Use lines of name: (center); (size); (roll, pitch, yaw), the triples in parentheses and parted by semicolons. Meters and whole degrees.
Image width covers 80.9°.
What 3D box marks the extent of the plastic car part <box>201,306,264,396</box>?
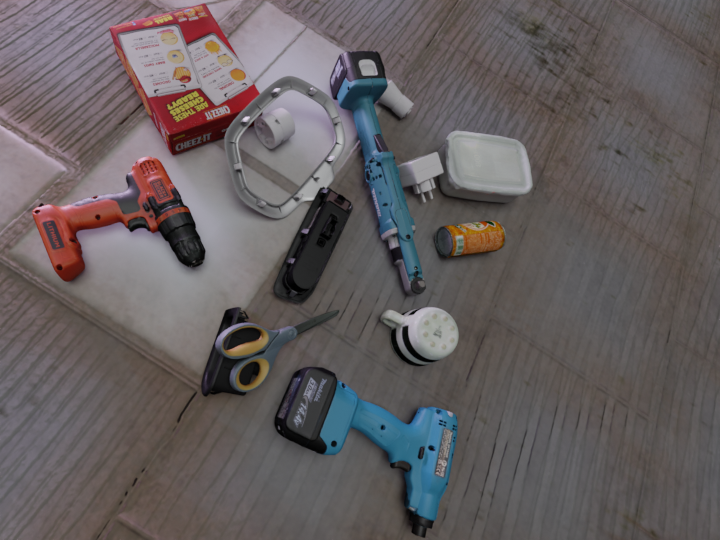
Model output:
plastic car part: (-0.165, 0.116, 0.573); (0.068, 0.068, 0.118); (20, 70, -24)

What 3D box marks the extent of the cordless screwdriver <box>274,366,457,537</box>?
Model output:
cordless screwdriver: (0.008, 0.234, 0.562); (0.244, 0.075, 0.161); (23, 67, -10)

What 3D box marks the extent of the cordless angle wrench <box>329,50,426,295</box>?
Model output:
cordless angle wrench: (0.037, -0.165, 0.712); (0.072, 0.099, 0.430); (-10, 77, -20)

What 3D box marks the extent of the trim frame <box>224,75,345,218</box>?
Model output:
trim frame: (-0.111, -0.199, 0.680); (0.176, 0.029, 0.248); (51, 60, -29)

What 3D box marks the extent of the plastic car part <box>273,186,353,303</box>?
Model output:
plastic car part: (-0.064, -0.042, 0.652); (0.064, 0.069, 0.204); (34, 68, -22)
